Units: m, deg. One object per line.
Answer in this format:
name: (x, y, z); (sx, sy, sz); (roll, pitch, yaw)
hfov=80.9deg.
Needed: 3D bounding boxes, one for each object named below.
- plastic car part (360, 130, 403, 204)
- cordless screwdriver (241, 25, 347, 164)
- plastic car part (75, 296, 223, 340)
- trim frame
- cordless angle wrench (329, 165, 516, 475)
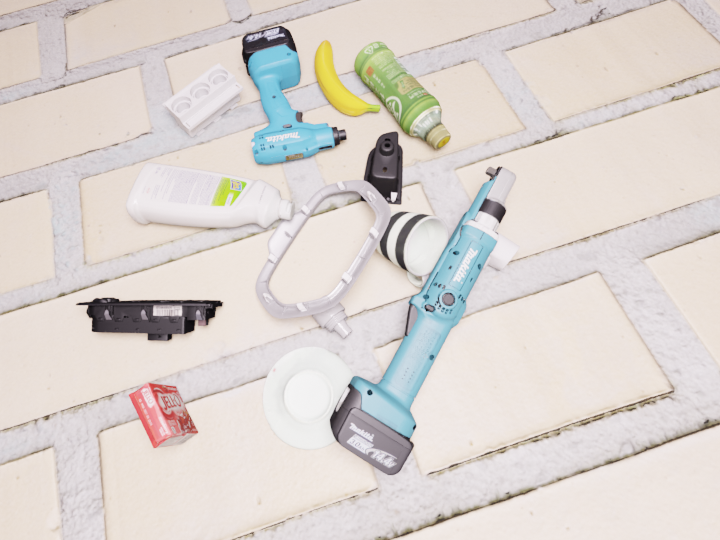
plastic car part: (0.039, -0.172, 0.672); (0.066, 0.069, 0.118); (6, 72, 3)
cordless screwdriver: (-0.122, -0.308, 0.741); (0.159, 0.072, 0.255); (-11, 72, -1)
plastic car part: (-0.307, 0.067, 0.616); (0.205, 0.066, 0.067); (4, 95, 5)
trim frame: (-0.061, -0.040, 0.619); (0.195, 0.026, 0.248); (18, 70, 40)
cordless angle wrench: (0.103, 0.040, 0.551); (0.099, 0.074, 0.423); (30, 78, 2)
